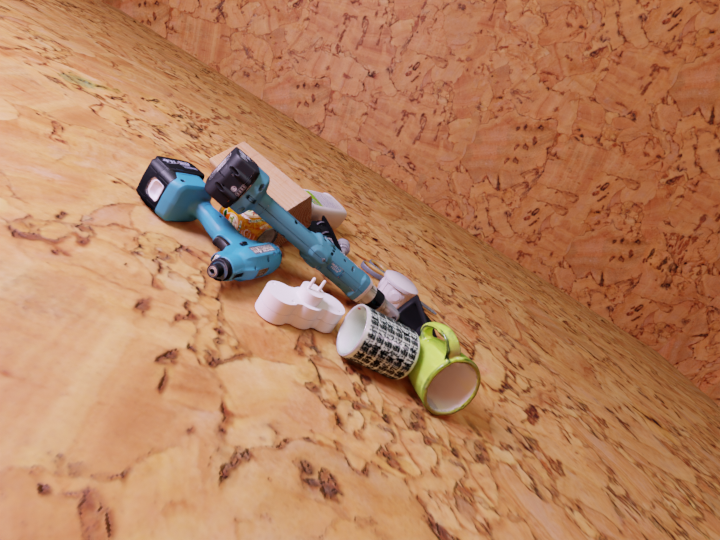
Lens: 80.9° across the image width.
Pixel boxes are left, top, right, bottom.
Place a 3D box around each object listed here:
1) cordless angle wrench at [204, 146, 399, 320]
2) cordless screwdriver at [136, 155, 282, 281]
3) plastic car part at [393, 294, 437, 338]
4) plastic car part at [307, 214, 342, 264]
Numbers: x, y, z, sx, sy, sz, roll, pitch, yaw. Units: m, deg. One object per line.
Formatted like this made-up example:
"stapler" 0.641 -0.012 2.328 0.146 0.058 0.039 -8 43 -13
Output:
"cordless angle wrench" -0.072 -0.033 0.717 0.406 0.074 0.102 42 8 -23
"cordless screwdriver" -0.244 -0.074 0.646 0.255 0.074 0.155 40 18 12
"plastic car part" 0.111 0.112 0.774 0.068 0.066 0.120 41 17 -25
"plastic car part" -0.086 -0.056 0.883 0.066 0.065 0.210 1 28 -11
